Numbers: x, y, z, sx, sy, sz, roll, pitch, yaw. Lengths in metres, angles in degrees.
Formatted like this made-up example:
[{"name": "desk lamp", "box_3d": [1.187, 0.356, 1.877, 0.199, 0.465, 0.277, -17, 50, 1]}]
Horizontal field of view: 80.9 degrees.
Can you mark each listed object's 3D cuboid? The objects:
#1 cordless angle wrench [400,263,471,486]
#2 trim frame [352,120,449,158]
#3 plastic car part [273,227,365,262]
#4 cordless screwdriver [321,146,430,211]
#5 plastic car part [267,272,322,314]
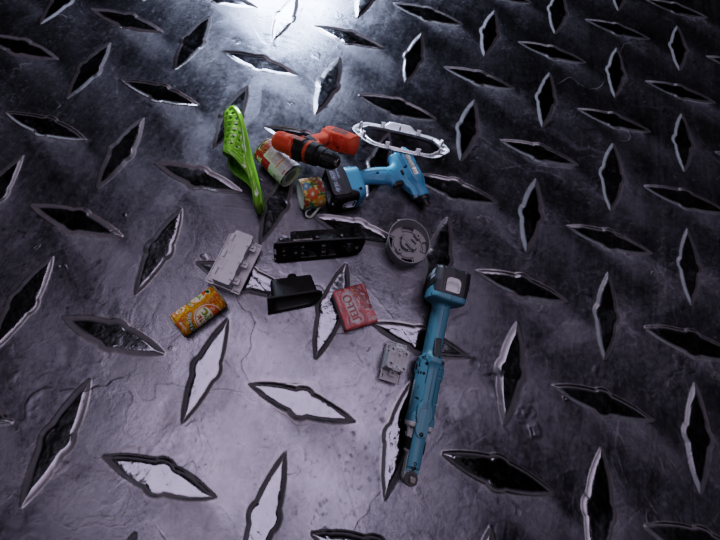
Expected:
[{"name": "cordless angle wrench", "box_3d": [0.138, 0.198, 0.843, 0.074, 0.097, 0.427, 16, 70, -2]}, {"name": "trim frame", "box_3d": [0.102, -0.332, 1.058, 0.249, 0.027, 0.188, 11, 34, 0]}, {"name": "plastic car part", "box_3d": [-0.092, -0.060, 0.945, 0.201, 0.064, 0.069, -2, 43, -5]}, {"name": "cordless screwdriver", "box_3d": [0.039, -0.198, 1.008, 0.244, 0.074, 0.164, -18, 70, -17]}, {"name": "plastic car part", "box_3d": [-0.146, 0.041, 0.897, 0.114, 0.064, 0.074, -12, 56, -15]}]
